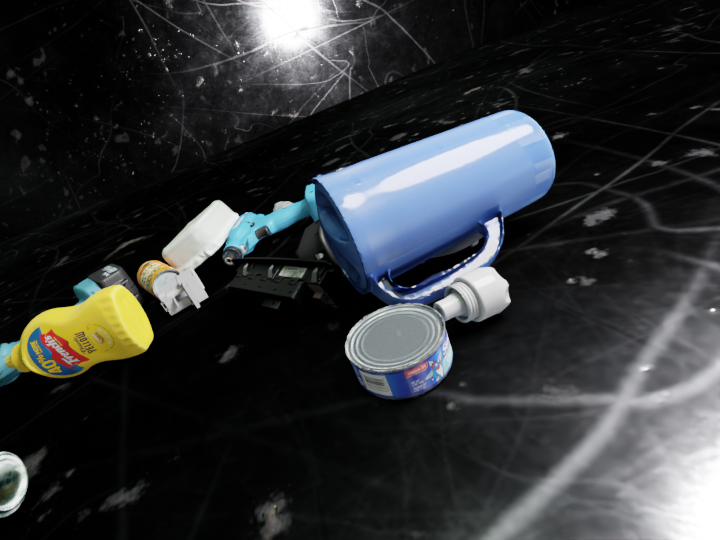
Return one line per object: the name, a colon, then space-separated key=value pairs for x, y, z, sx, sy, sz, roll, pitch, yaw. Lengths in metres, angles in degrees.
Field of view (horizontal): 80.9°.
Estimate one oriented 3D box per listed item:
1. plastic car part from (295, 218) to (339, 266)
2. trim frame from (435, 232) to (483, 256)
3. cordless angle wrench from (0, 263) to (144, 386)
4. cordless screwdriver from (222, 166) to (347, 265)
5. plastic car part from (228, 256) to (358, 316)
plastic car part: x=-0.060 y=-0.039 z=0.616 sx=0.072 sy=0.064 sz=0.118 roll=-27 pitch=25 yaw=26
trim frame: x=0.082 y=-0.070 z=0.590 sx=0.184 sy=0.026 sz=0.257 roll=-25 pitch=25 yaw=-3
cordless angle wrench: x=-0.535 y=0.141 z=0.629 sx=0.103 sy=0.071 sz=0.417 roll=7 pitch=41 yaw=46
cordless screwdriver: x=-0.121 y=-0.086 z=0.729 sx=0.253 sy=0.072 sz=0.162 roll=-20 pitch=26 yaw=14
plastic car part: x=-0.102 y=0.022 z=0.531 sx=0.214 sy=0.063 sz=0.067 roll=9 pitch=64 yaw=45
